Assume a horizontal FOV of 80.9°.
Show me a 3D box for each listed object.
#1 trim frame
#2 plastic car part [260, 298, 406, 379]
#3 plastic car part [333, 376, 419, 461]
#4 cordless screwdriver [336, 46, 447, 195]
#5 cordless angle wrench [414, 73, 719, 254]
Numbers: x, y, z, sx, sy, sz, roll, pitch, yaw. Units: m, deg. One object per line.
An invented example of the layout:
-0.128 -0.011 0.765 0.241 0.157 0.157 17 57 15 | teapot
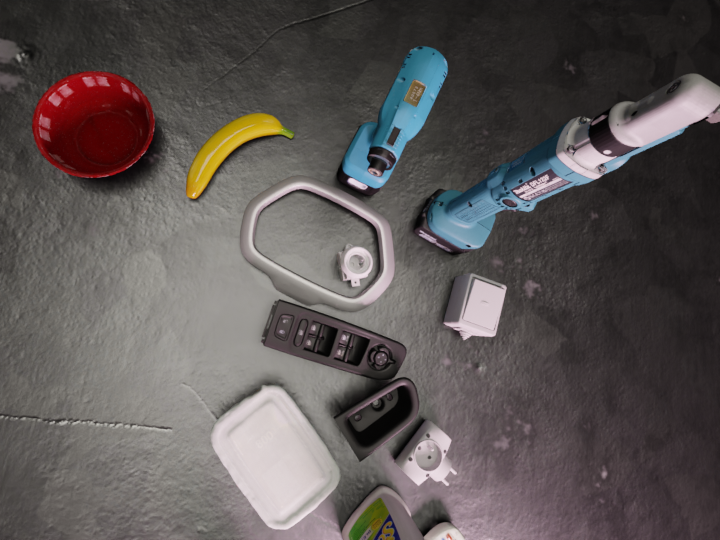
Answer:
-0.063 -0.041 0.647 0.247 0.027 0.185 26 77 -3 | trim frame
-0.037 0.103 0.603 0.201 0.067 0.067 19 78 -5 | plastic car part
0.023 0.196 0.592 0.115 0.071 0.066 -31 88 -13 | plastic car part
0.024 -0.163 0.569 0.073 0.251 0.160 27 77 -8 | cordless screwdriver
0.184 -0.099 0.490 0.097 0.426 0.074 31 77 -8 | cordless angle wrench
